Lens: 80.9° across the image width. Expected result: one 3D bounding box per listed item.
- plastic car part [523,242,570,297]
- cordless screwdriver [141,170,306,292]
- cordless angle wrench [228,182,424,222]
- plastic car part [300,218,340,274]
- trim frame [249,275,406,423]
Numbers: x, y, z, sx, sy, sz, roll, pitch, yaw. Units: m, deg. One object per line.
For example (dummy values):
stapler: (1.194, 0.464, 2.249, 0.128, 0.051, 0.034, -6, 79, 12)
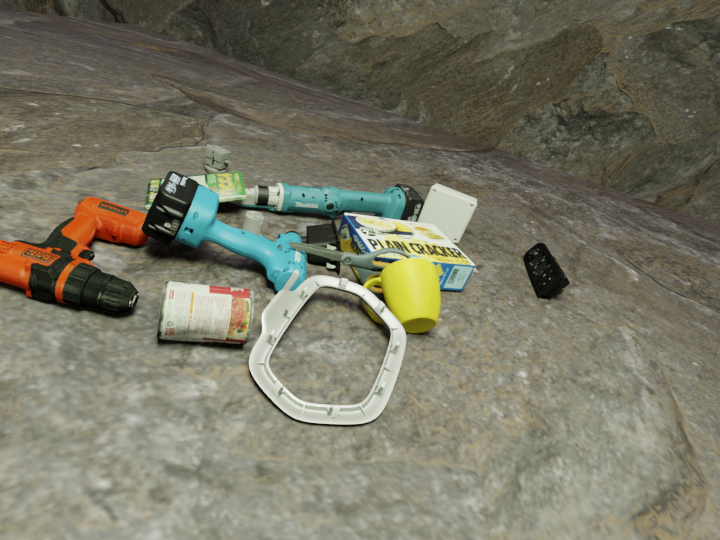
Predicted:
plastic car part: (0.414, -0.002, 0.934, 0.066, 0.066, 0.205, 26, 28, -7)
cordless screwdriver: (-0.195, -0.064, 0.657, 0.241, 0.074, 0.164, 27, 24, -18)
cordless angle wrench: (-0.071, -0.146, 0.898, 0.409, 0.096, 0.078, 1, 36, -21)
plastic car part: (-0.074, -0.049, 0.759, 0.070, 0.064, 0.121, -3, 29, -10)
trim frame: (-0.035, 0.086, 0.540, 0.188, 0.027, 0.248, 24, 38, 8)
